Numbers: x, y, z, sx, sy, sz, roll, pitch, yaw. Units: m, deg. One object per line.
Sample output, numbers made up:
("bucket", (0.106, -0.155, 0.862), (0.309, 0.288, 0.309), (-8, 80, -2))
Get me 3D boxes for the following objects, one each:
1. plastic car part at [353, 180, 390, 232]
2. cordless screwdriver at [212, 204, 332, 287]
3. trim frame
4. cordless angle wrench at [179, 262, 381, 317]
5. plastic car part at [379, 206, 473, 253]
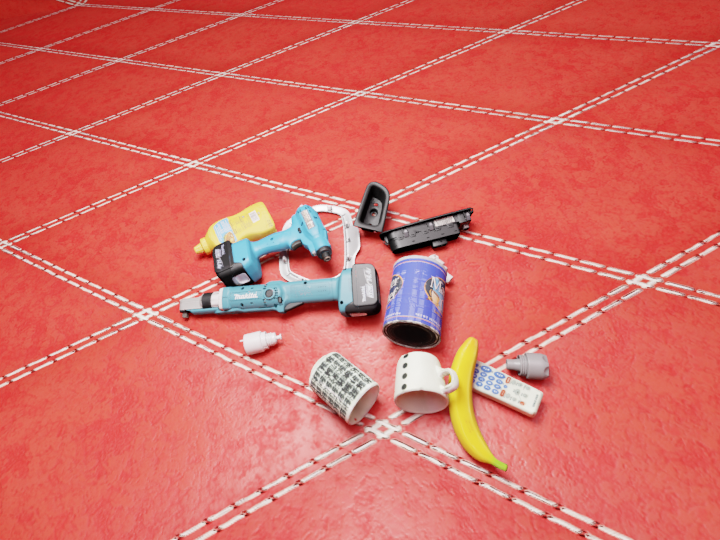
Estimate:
("plastic car part", (0.029, -0.134, 0.959), (0.067, 0.069, 0.118), (14, 70, 6))
("cordless screwdriver", (-0.186, -0.035, 0.904), (0.248, 0.071, 0.167), (-26, 49, -1))
("trim frame", (-0.094, -0.061, 0.957), (0.186, 0.026, 0.256), (-6, 51, 6))
("cordless angle wrench", (-0.175, 0.054, 0.857), (0.431, 0.071, 0.100), (-6, 72, 12))
("plastic car part", (0.142, -0.078, 0.906), (0.203, 0.065, 0.068), (-11, 78, 2))
